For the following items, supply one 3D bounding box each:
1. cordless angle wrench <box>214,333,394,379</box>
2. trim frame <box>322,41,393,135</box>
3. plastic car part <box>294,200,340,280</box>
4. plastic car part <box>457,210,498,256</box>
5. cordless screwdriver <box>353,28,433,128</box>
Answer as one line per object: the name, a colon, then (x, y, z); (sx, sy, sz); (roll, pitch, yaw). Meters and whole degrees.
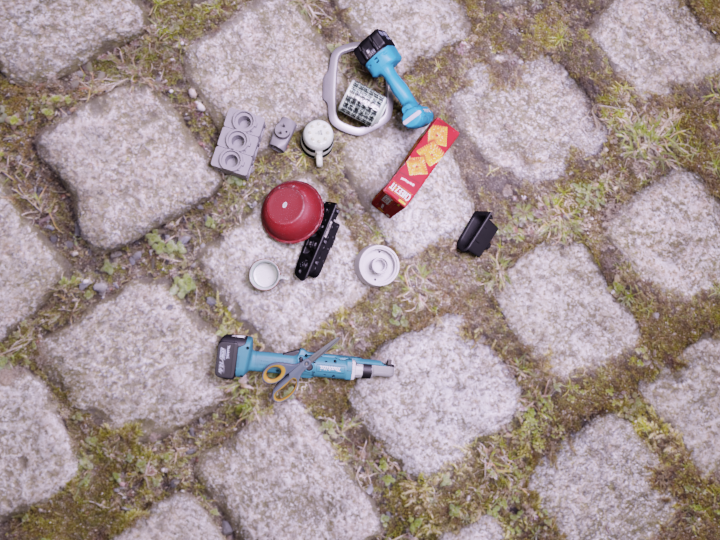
cordless angle wrench: (-0.126, 0.222, 1.008); (0.419, 0.075, 0.098); (7, 87, -6)
trim frame: (-0.005, -0.468, 1.086); (0.183, 0.028, 0.249); (1, 88, -5)
plastic car part: (-0.101, -0.066, 1.034); (0.063, 0.070, 0.203); (32, 80, -45)
plastic car part: (0.301, -0.085, 1.066); (0.069, 0.068, 0.116); (30, 88, -19)
cordless screwdriver: (0.095, -0.459, 1.035); (0.076, 0.156, 0.249); (-32, 90, 32)
